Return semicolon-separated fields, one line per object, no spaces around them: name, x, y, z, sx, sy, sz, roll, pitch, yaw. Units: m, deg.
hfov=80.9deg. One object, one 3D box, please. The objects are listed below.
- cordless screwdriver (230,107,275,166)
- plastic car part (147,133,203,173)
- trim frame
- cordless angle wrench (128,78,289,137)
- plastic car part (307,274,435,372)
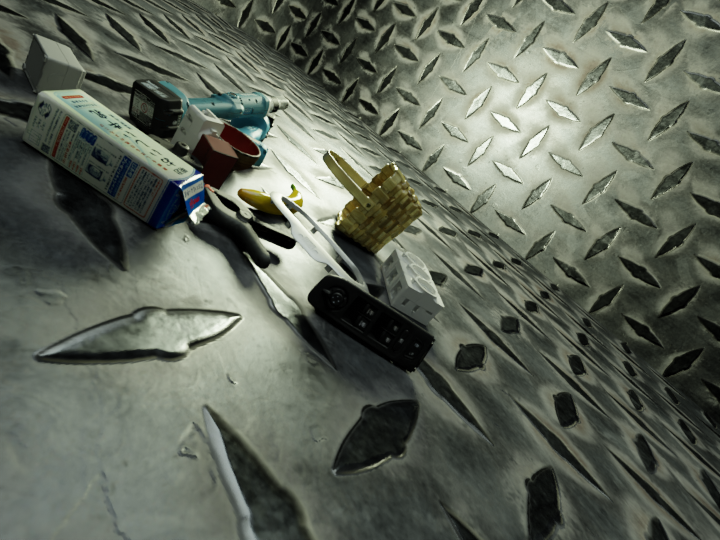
cordless screwdriver;-0.286;-0.338;0.995;0.154;0.074;0.257;25;28;-19
plastic car part;-0.292;-0.166;0.643;0.111;0.071;0.069;20;30;-31
trim frame;-0.072;-0.047;0.736;0.251;0.028;0.181;49;7;5
cordless angle wrench;-0.281;-0.351;0.899;0.101;0.074;0.413;35;33;12
plastic car part;0.012;0.069;0.644;0.198;0.066;0.069;33;9;-13
